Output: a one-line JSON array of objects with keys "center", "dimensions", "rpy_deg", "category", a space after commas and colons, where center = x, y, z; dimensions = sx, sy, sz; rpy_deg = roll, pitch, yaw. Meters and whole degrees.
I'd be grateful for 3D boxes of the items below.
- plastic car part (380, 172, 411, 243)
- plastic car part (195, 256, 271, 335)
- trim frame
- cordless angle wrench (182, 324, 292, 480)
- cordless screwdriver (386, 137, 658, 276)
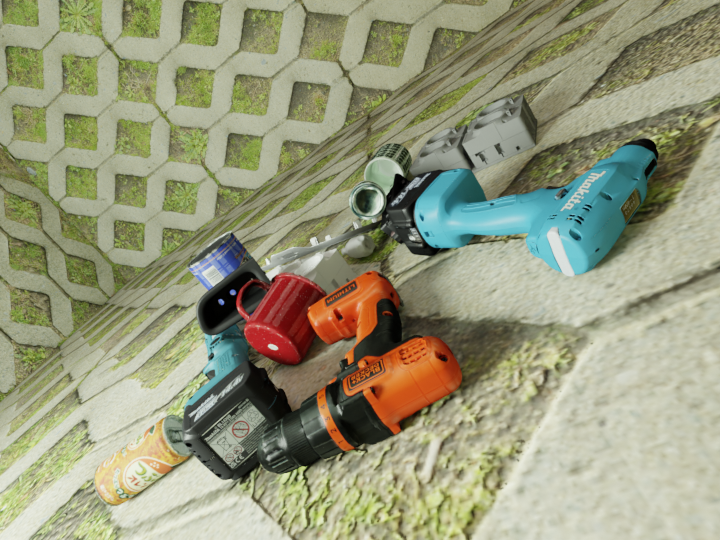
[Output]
[{"center": [0.065, -0.093, 0.657], "dimensions": [0.067, 0.065, 0.206], "rpy_deg": [-56, 11, 32], "category": "plastic car part"}, {"center": [-0.181, 0.035, 0.610], "dimensions": [0.116, 0.065, 0.072], "rpy_deg": [-35, 12, 1], "category": "plastic car part"}, {"center": [-0.071, -0.046, 0.726], "dimensions": [0.257, 0.027, 0.178], "rpy_deg": [-16, 8, 38], "category": "trim frame"}, {"center": [-0.189, 0.121, 0.596], "dimensions": [0.097, 0.072, 0.438], "rpy_deg": [-40, 19, -11], "category": "cordless angle wrench"}, {"center": [0.156, -0.076, 0.452], "dimensions": [0.158, 0.071, 0.261], "rpy_deg": [-45, 28, -20], "category": "cordless screwdriver"}]
